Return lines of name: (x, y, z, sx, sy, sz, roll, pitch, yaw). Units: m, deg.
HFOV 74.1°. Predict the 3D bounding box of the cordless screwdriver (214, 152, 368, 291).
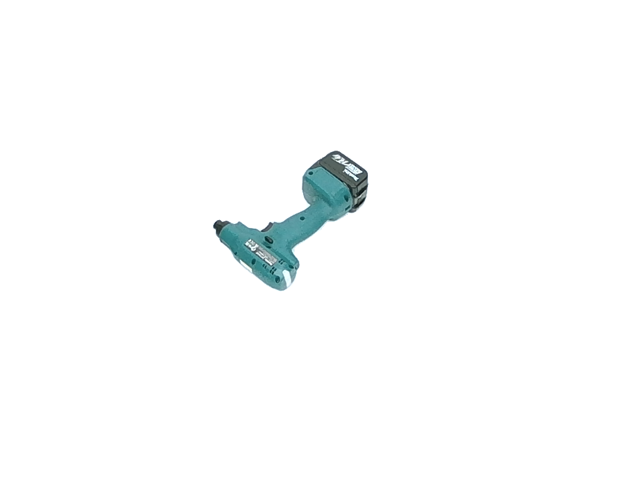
cordless screwdriver: (-0.044, -0.047, 0.702, 0.159, 0.247, 0.074, 36, -23, 20)
